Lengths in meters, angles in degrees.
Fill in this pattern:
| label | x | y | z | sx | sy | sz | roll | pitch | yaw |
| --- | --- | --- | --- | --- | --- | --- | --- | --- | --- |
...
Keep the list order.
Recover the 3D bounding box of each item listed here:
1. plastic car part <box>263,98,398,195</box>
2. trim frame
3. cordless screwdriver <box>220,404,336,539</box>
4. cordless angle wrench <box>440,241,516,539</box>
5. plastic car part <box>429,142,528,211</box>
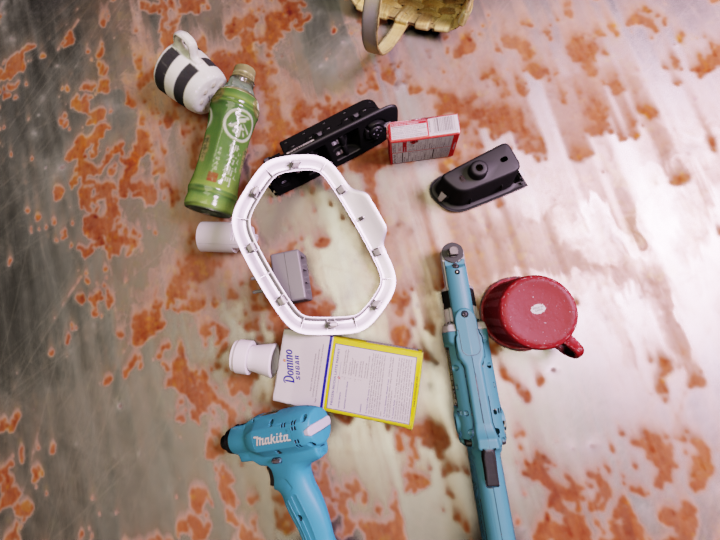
| label | x | y | z | sx | sy | sz | roll | pitch | yaw |
| --- | --- | --- | --- | --- | --- | --- | --- | --- | --- |
| plastic car part | -0.045 | -0.179 | 0.591 | 0.204 | 0.063 | 0.070 | -22 | 54 | 6 |
| trim frame | -0.053 | -0.034 | 0.539 | 0.181 | 0.028 | 0.249 | -30 | 88 | -20 |
| cordless screwdriver | -0.082 | 0.295 | 0.498 | 0.163 | 0.071 | 0.253 | -23 | 77 | 28 |
| cordless angle wrench | 0.137 | 0.174 | 0.485 | 0.075 | 0.095 | 0.431 | -8 | 75 | 5 |
| plastic car part | 0.152 | -0.121 | 0.538 | 0.117 | 0.069 | 0.067 | -24 | 78 | 1 |
